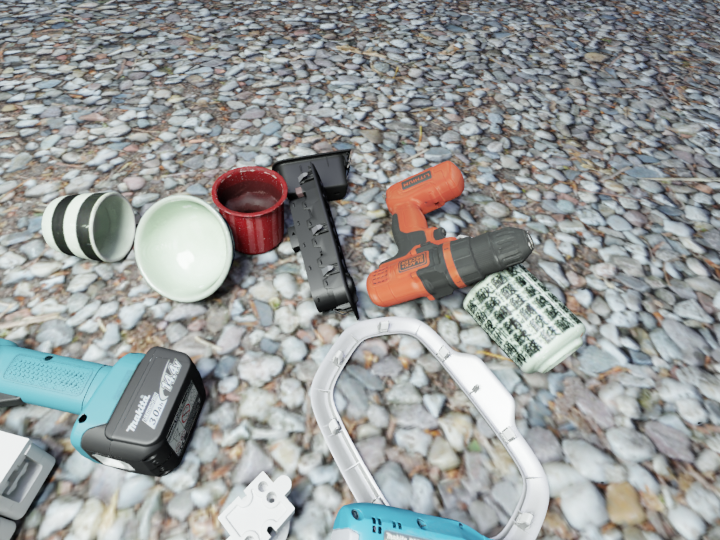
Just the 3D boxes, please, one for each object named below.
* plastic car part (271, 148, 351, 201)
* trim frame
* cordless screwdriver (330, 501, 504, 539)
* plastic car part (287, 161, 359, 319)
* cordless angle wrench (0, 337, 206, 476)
[{"bbox_3d":[-0.065,-0.127,0.617,0.115,0.065,0.073,-13,67,-11],"label":"plastic car part"},{"bbox_3d":[0.060,0.146,0.408,0.180,0.027,0.261,-22,53,-22],"label":"trim frame"},{"bbox_3d":[0.051,0.288,0.244,0.157,0.074,0.254,14,53,-9],"label":"cordless screwdriver"},{"bbox_3d":[-0.050,-0.033,0.516,0.067,0.064,0.211,-19,63,-5],"label":"plastic car part"},{"bbox_3d":[-0.364,0.095,0.402,0.429,0.072,0.100,9,49,7],"label":"cordless angle wrench"}]
